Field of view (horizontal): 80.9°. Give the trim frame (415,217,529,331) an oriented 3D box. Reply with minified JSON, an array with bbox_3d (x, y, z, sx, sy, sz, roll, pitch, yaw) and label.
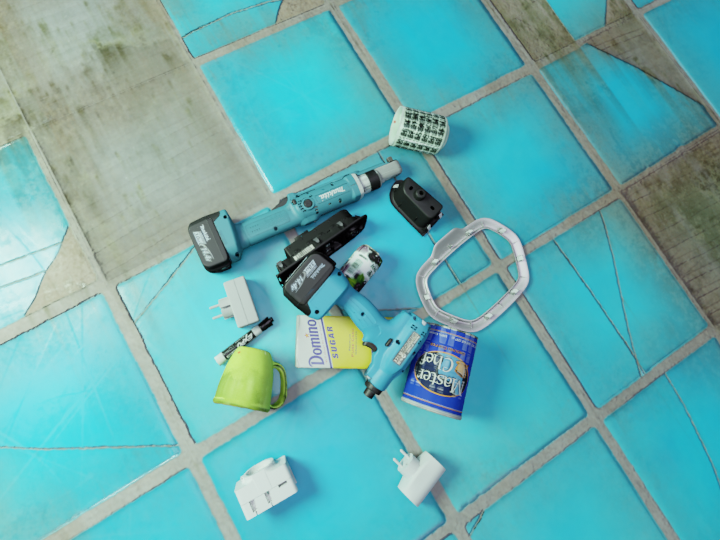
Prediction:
[{"bbox_3d":[0.222,0.005,0.823,0.247,0.027,0.186,-39,84,-11],"label":"trim frame"}]

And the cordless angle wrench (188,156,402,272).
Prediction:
[{"bbox_3d":[-0.104,-0.119,0.793,0.417,0.074,0.099,-25,84,-13],"label":"cordless angle wrench"}]

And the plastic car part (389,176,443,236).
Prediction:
[{"bbox_3d":[0.111,-0.133,0.818,0.117,0.071,0.065,45,75,-1],"label":"plastic car part"}]

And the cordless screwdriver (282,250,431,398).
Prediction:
[{"bbox_3d":[-0.023,0.089,0.706,0.247,0.075,0.159,36,88,-3],"label":"cordless screwdriver"}]

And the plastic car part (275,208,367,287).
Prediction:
[{"bbox_3d":[-0.077,-0.050,0.788,0.201,0.064,0.070,-32,60,-11],"label":"plastic car part"}]
